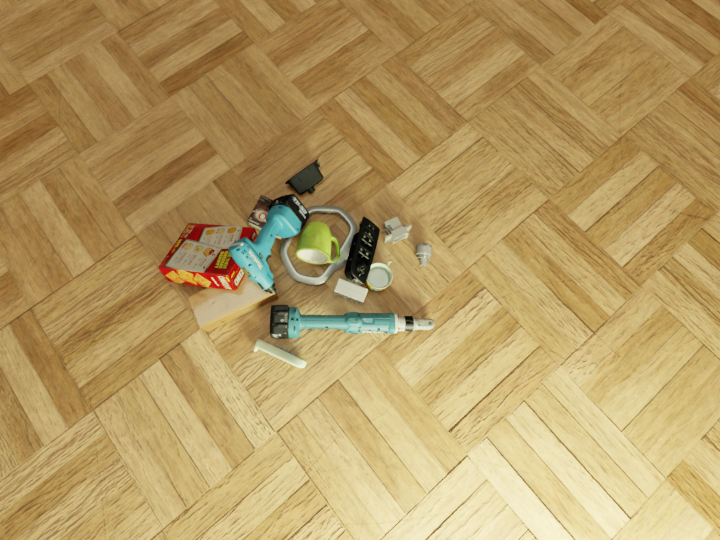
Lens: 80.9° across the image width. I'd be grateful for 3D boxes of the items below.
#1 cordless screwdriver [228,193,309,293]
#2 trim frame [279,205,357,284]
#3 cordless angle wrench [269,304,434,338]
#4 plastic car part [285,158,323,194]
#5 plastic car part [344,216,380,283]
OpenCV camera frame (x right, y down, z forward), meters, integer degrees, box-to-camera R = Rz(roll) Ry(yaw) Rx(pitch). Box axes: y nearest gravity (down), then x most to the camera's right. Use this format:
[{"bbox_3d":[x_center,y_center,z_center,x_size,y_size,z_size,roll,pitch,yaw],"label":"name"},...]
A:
[{"bbox_3d":[-0.217,-0.072,1.083,0.077,0.152,0.249,-10,37,40],"label":"cordless screwdriver"},{"bbox_3d":[-0.116,-0.076,1.187,0.188,0.027,0.248,29,73,10],"label":"trim frame"},{"bbox_3d":[-0.019,0.135,1.089,0.421,0.096,0.076,1,71,-3],"label":"cordless angle wrench"},{"bbox_3d":[-0.154,-0.261,1.232,0.116,0.066,0.071,-40,93,-8],"label":"plastic car part"},{"bbox_3d":[-0.003,-0.050,1.137,0.069,0.063,0.207,-24,39,35],"label":"plastic car part"}]
